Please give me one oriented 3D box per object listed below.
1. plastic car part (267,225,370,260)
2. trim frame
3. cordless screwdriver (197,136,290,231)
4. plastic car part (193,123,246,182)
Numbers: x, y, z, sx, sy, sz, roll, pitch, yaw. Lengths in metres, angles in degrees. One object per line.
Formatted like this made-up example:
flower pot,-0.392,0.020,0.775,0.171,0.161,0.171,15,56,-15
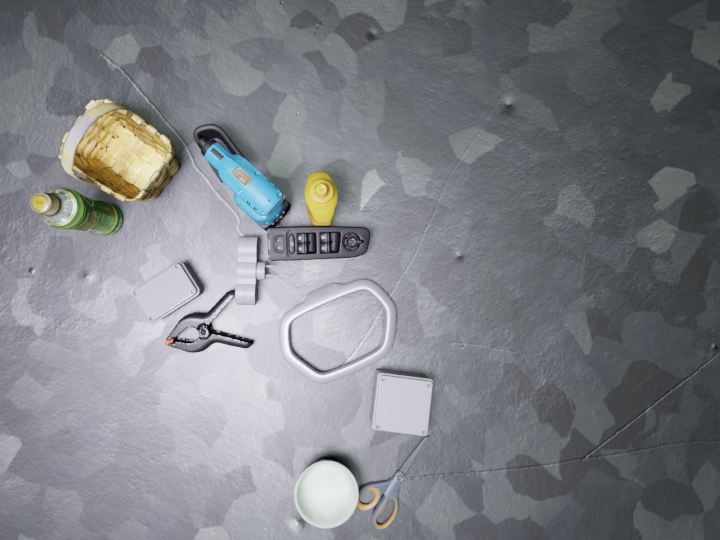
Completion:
plastic car part,-0.083,-0.054,0.848,0.202,0.067,0.066,-2,88,-2
trim frame,-0.044,0.119,0.856,0.248,0.027,0.185,-24,87,-3
cordless screwdriver,-0.203,-0.150,0.761,0.159,0.250,0.074,42,85,-3
plastic car part,-0.281,-0.237,0.854,0.066,0.071,0.117,-35,89,-5
